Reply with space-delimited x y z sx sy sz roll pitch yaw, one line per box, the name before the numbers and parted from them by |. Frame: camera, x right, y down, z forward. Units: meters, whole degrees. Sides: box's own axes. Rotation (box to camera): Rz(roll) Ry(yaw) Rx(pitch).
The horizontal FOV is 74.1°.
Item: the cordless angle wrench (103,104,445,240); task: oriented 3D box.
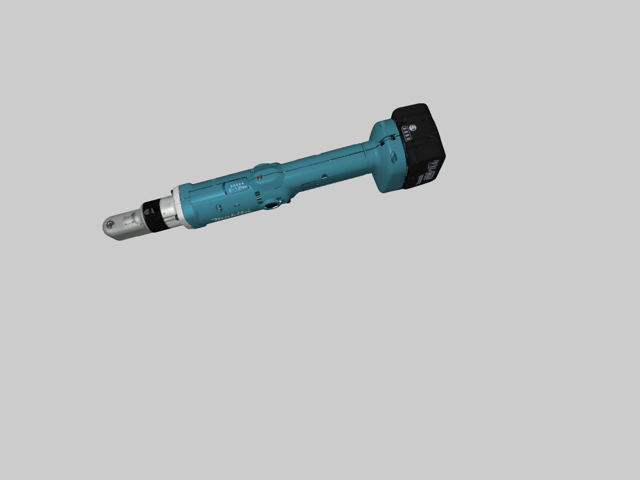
cordless angle wrench | -0.065 -0.066 0.529 0.423 0.074 0.098 -15 -16 0
